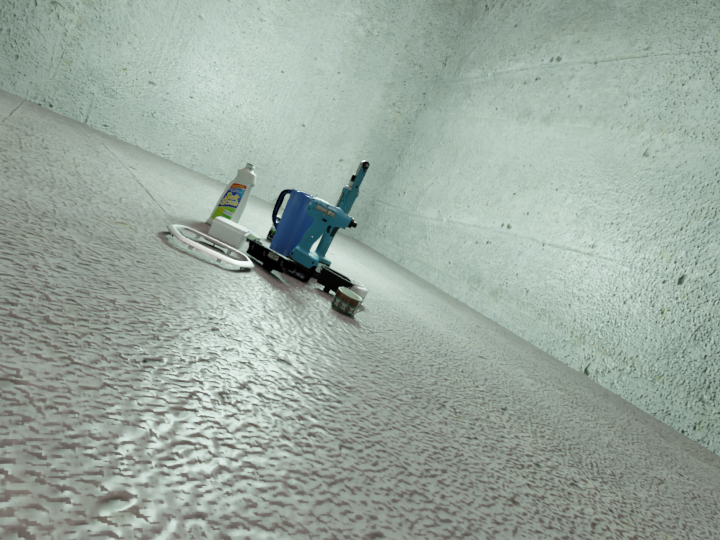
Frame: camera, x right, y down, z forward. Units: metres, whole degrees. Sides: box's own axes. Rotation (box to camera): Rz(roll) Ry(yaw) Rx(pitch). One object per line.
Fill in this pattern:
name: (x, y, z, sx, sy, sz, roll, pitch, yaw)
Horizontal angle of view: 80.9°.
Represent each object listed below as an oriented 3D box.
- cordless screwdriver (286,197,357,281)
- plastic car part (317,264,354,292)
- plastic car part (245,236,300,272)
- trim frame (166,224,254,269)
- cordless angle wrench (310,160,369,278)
cordless screwdriver: (-0.127, -0.083, 1.296, 0.159, 0.248, 0.074, 26, 7, 0)
plastic car part: (-0.083, 0.037, 1.298, 0.116, 0.071, 0.066, 26, 7, -2)
plastic car part: (-0.267, -0.039, 1.228, 0.215, 0.067, 0.063, 31, 9, 36)
trim frame: (-0.394, -0.061, 1.111, 0.243, 0.027, 0.189, 24, 8, -12)
cordless angle wrench: (-0.076, -0.174, 1.419, 0.071, 0.422, 0.102, 23, 8, -27)
